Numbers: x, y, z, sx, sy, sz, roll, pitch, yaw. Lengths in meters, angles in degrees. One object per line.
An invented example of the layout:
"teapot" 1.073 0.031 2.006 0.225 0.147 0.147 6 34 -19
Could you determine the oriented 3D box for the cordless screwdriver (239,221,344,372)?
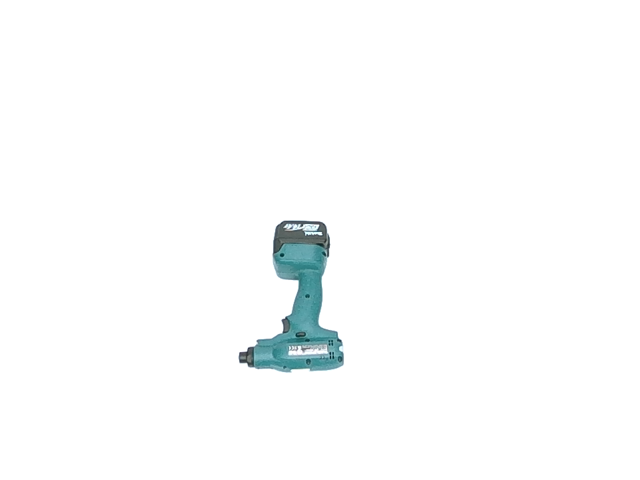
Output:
"cordless screwdriver" -0.050 0.092 0.700 0.159 0.248 0.074 -2 -29 -3
